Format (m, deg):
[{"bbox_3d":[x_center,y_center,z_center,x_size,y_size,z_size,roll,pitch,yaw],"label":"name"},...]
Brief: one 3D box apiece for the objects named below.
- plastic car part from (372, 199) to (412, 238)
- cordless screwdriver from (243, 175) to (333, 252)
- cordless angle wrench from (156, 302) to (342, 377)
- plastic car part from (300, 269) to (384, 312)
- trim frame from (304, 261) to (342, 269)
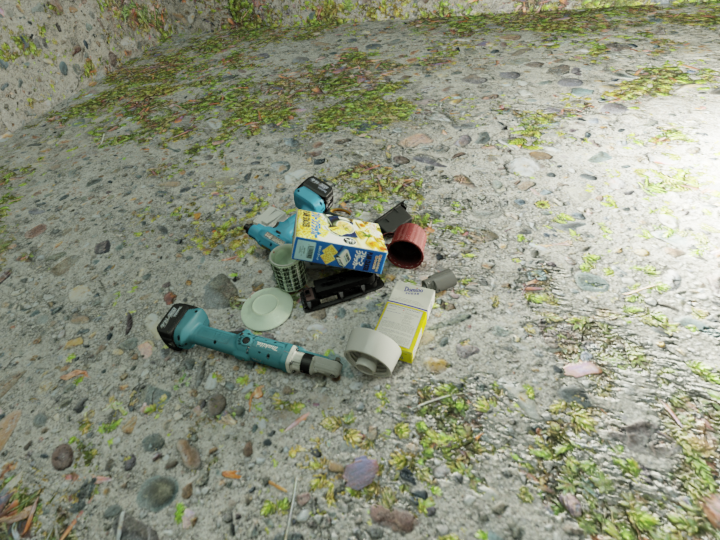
[{"bbox_3d":[0.094,-0.125,1.144,0.115,0.064,0.074,-38,65,-20],"label":"plastic car part"},{"bbox_3d":[-0.193,-0.155,1.160,0.165,0.072,0.248,28,65,17],"label":"cordless screwdriver"},{"bbox_3d":[-0.243,0.165,0.920,0.437,0.071,0.098,11,49,19],"label":"cordless angle wrench"},{"bbox_3d":[-0.047,0.034,1.013,0.202,0.064,0.069,-13,37,-5],"label":"plastic car part"},{"bbox_3d":[-0.112,-0.073,1.146,0.257,0.026,0.186,9,55,19],"label":"trim frame"}]
